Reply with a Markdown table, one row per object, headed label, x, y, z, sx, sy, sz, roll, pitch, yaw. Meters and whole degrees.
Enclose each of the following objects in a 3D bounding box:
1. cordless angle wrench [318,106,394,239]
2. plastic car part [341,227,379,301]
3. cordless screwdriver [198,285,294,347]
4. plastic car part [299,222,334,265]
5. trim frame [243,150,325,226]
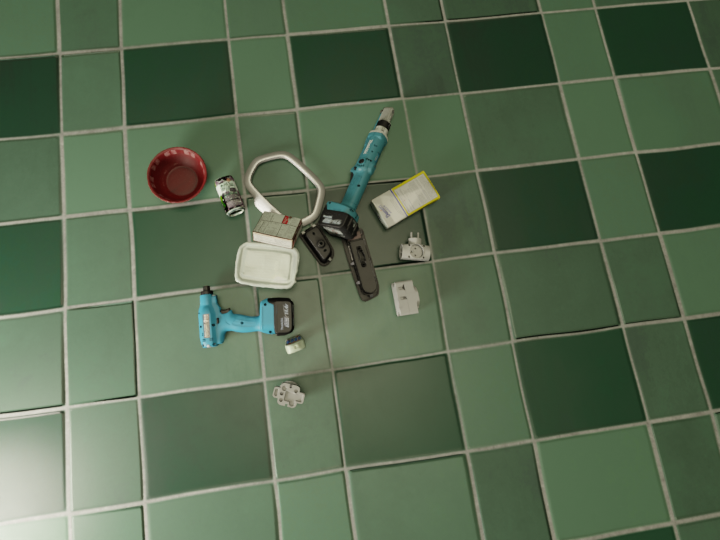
| label | x | y | z | sx | sy | sz | roll | pitch | yaw |
| --- | --- | --- | --- | --- | --- | --- | --- | --- | --- |
| cordless angle wrench | 0.011 | -0.291 | 1.190 | 0.103 | 0.070 | 0.425 | 12 | 71 | 33 |
| plastic car part | 0.007 | -0.019 | 1.150 | 0.065 | 0.067 | 0.205 | -13 | 83 | -14 |
| cordless screwdriver | -0.299 | 0.107 | 1.105 | 0.249 | 0.073 | 0.161 | -7 | 80 | 0 |
| plastic car part | -0.112 | -0.073 | 1.148 | 0.065 | 0.070 | 0.119 | -33 | 81 | -8 |
| trim frame | -0.214 | -0.230 | 1.196 | 0.250 | 0.027 | 0.183 | 43 | 79 | 4 |
